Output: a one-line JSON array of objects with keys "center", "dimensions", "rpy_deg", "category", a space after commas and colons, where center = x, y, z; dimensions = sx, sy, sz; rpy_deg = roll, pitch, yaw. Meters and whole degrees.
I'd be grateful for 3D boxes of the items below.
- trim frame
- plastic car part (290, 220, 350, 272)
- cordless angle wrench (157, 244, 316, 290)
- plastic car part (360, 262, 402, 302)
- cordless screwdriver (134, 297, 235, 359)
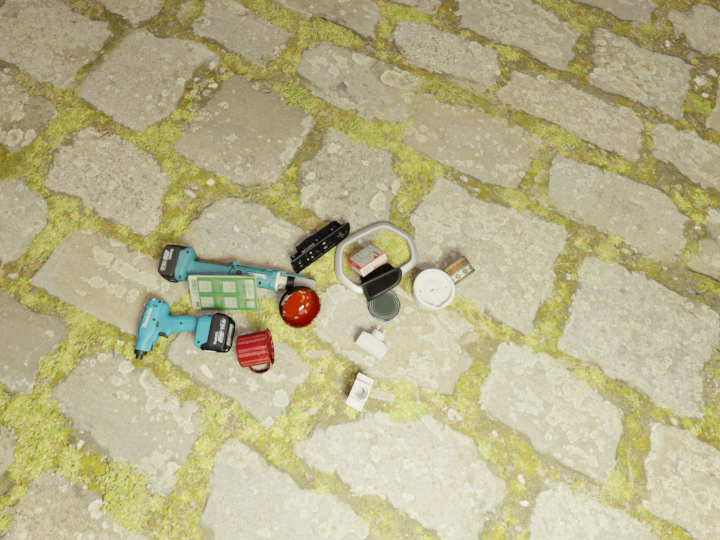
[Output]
[{"center": [0.043, -0.036, 1.197], "dimensions": [0.246, 0.027, 0.190], "rpy_deg": [-28, 72, -11], "category": "trim frame"}, {"center": [-0.117, -0.077, 1.198], "dimensions": [0.201, 0.063, 0.071], "rpy_deg": [-33, 50, -10], "category": "plastic car part"}, {"center": [-0.332, 0.011, 1.161], "dimensions": [0.424, 0.073, 0.099], "rpy_deg": [9, 71, 1], "category": "cordless angle wrench"}, {"center": [0.047, 0.020, 1.134], "dimensions": [0.115, 0.063, 0.075], "rpy_deg": [-29, 37, -10], "category": "plastic car part"}, {"center": [-0.461, 0.170, 1.101], "dimensions": [0.252, 0.072, 0.161], "rpy_deg": [9, 71, 7], "category": "cordless screwdriver"}]
